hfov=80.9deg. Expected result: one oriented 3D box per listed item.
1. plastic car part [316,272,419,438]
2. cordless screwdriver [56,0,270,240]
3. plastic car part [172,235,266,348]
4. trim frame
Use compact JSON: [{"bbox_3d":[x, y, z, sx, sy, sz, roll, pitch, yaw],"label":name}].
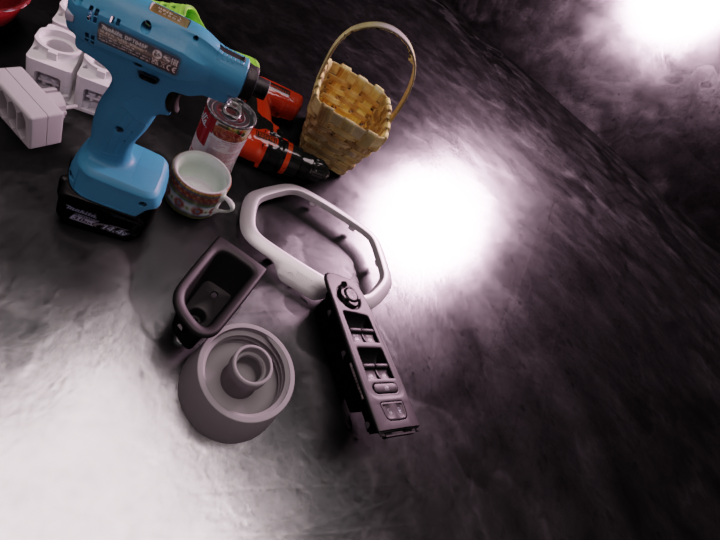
[{"bbox_3d":[-0.004,0.096,0.499,0.063,0.067,0.211,5,51,-35],"label":"plastic car part"},{"bbox_3d":[-0.204,-0.129,0.415,0.153,0.251,0.077,19,46,-25],"label":"cordless screwdriver"},{"bbox_3d":[-0.159,0.032,0.440,0.065,0.071,0.117,35,41,-9],"label":"plastic car part"},{"bbox_3d":[-0.060,-0.039,0.611,0.245,0.028,0.186,32,41,-9],"label":"trim frame"}]
